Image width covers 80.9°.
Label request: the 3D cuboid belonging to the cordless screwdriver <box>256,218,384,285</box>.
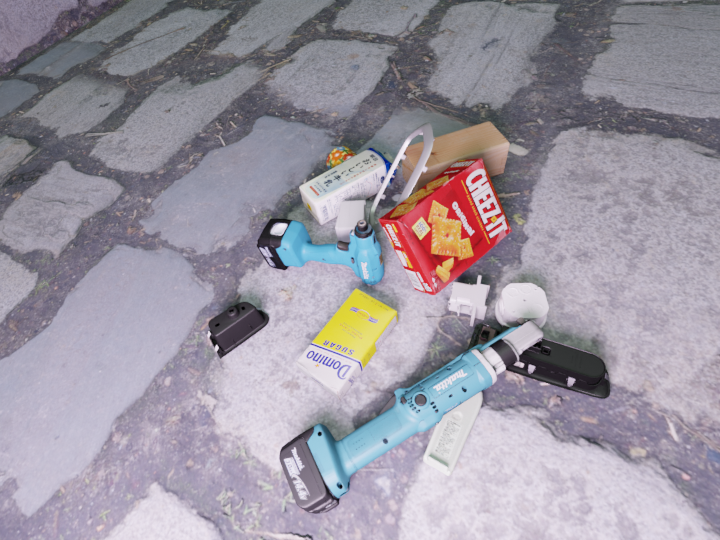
[{"bbox_3d":[-0.080,-0.052,0.818,0.258,0.152,0.075,11,55,21],"label":"cordless screwdriver"}]

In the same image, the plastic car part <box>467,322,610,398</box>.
[{"bbox_3d":[0.280,0.130,0.659,0.211,0.064,0.066,19,51,21],"label":"plastic car part"}]

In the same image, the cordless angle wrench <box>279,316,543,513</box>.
[{"bbox_3d":[0.087,0.195,0.613,0.421,0.071,0.103,-31,53,-4],"label":"cordless angle wrench"}]

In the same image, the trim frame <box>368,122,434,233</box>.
[{"bbox_3d":[0.081,-0.184,0.861,0.027,0.247,0.190,21,13,-19],"label":"trim frame"}]

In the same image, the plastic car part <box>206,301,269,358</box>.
[{"bbox_3d":[-0.237,0.097,0.792,0.115,0.068,0.069,-35,56,-12],"label":"plastic car part"}]
